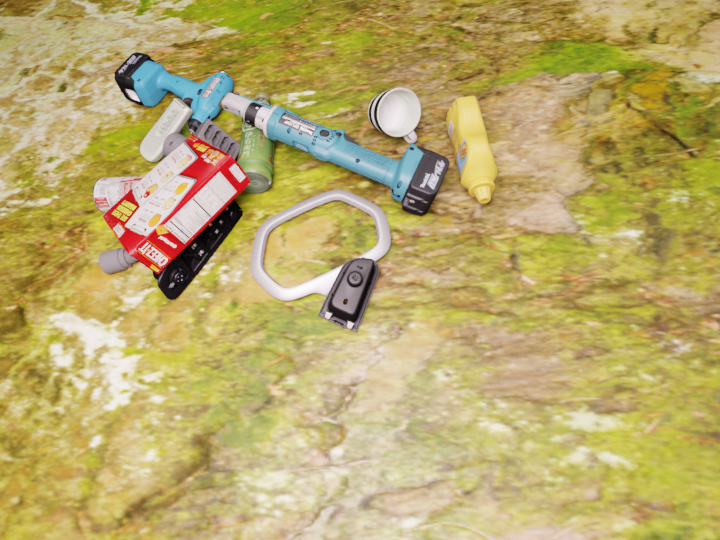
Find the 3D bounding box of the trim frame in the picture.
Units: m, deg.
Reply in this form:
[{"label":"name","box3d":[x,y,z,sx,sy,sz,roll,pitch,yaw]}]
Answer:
[{"label":"trim frame","box3d":[-0.070,-0.046,0.718,0.246,0.026,0.192,-26,61,-8]}]

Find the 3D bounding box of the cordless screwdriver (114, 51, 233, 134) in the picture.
[{"label":"cordless screwdriver","box3d":[-0.417,-0.383,0.923,0.255,0.072,0.160,17,66,12]}]

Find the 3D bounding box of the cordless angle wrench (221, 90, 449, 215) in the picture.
[{"label":"cordless angle wrench","box3d":[-0.062,-0.226,0.747,0.431,0.073,0.098,25,67,10]}]

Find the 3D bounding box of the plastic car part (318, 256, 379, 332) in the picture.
[{"label":"plastic car part","box3d":[-0.012,0.025,0.635,0.067,0.070,0.117,23,79,5]}]

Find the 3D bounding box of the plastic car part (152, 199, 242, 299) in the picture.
[{"label":"plastic car part","box3d":[-0.290,-0.048,0.730,0.070,0.063,0.204,17,66,21]}]
